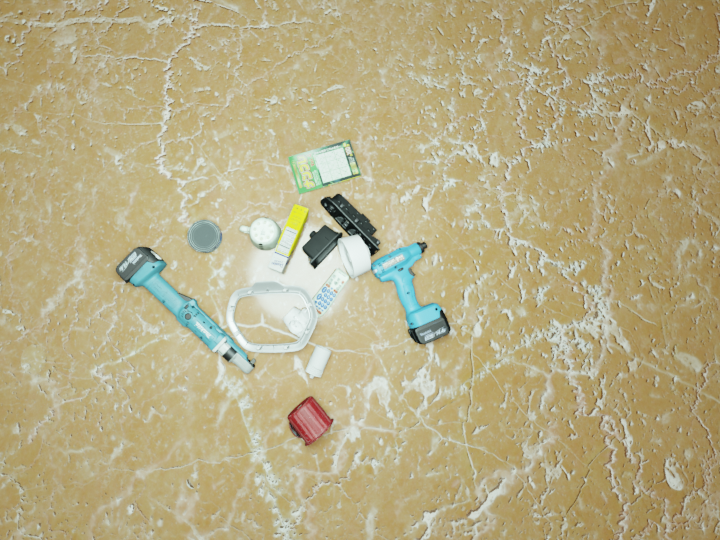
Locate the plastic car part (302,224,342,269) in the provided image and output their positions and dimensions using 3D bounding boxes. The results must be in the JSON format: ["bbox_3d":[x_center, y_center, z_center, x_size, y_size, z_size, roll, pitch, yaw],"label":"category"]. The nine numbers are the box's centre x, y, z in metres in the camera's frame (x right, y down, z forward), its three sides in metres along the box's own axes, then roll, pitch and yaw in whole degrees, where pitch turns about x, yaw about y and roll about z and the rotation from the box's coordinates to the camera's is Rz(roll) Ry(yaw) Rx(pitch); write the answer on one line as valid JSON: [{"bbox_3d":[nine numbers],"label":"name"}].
[{"bbox_3d":[-0.109,-0.071,1.114,0.073,0.064,0.116,38,81,13],"label":"plastic car part"}]

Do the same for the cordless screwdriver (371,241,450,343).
[{"bbox_3d":[0.151,0.055,1.100,0.158,0.074,0.252,-28,82,-5],"label":"cordless screwdriver"}]

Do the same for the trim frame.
[{"bbox_3d":[-0.229,0.117,1.072,0.255,0.027,0.184,-3,90,16],"label":"trim frame"}]

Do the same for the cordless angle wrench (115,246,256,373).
[{"bbox_3d":[-0.433,0.112,1.079,0.423,0.074,0.098,43,85,0],"label":"cordless angle wrench"}]

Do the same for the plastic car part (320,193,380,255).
[{"bbox_3d":[-0.019,-0.131,1.118,0.204,0.066,0.067,42,74,2],"label":"plastic car part"}]
